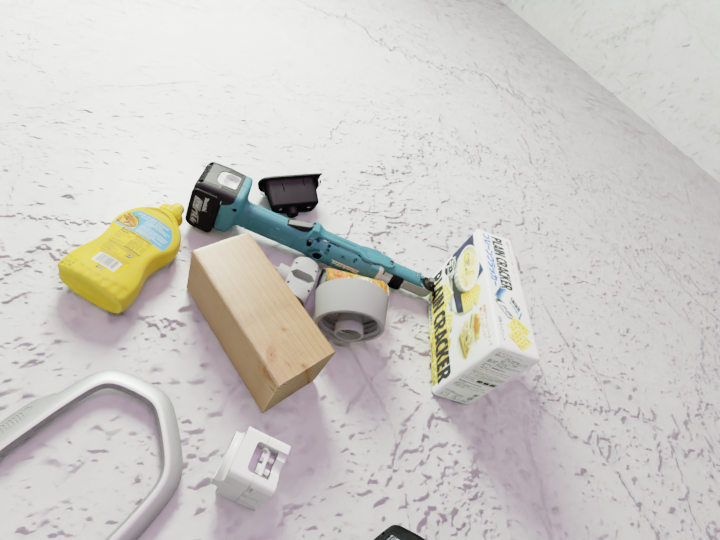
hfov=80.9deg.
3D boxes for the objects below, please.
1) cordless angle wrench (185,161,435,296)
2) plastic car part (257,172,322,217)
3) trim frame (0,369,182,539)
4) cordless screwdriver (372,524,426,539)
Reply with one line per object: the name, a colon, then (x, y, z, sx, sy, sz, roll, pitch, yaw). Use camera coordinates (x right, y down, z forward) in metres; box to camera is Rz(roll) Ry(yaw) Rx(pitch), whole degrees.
cordless angle wrench: (-0.068, -0.044, 0.694, 0.415, 0.098, 0.076, 23, 46, -10)
plastic car part: (-0.123, -0.130, 0.761, 0.112, 0.066, 0.073, -12, 73, -28)
trim frame: (-0.293, 0.208, 0.412, 0.188, 0.027, 0.245, 39, 49, 10)
cordless screwdriver: (0.056, 0.369, 0.348, 0.155, 0.076, 0.248, -28, 91, -28)
